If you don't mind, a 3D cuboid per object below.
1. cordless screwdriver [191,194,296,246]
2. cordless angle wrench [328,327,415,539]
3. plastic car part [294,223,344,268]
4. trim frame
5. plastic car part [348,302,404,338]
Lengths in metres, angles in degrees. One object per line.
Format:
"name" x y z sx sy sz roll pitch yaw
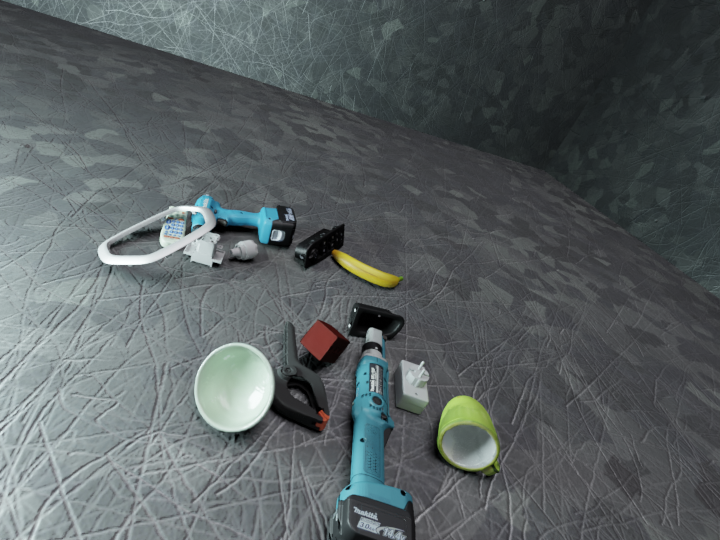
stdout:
"cordless screwdriver" -0.283 -0.111 1.029 0.243 0.073 0.165 8 33 -14
"cordless angle wrench" 0.019 0.228 0.678 0.097 0.073 0.431 18 28 -8
"plastic car part" -0.106 -0.069 1.079 0.069 0.065 0.200 20 29 14
"trim frame" -0.412 -0.076 0.871 0.193 0.026 0.245 18 43 30
"plastic car part" 0.025 0.100 0.900 0.112 0.065 0.074 11 18 -24
